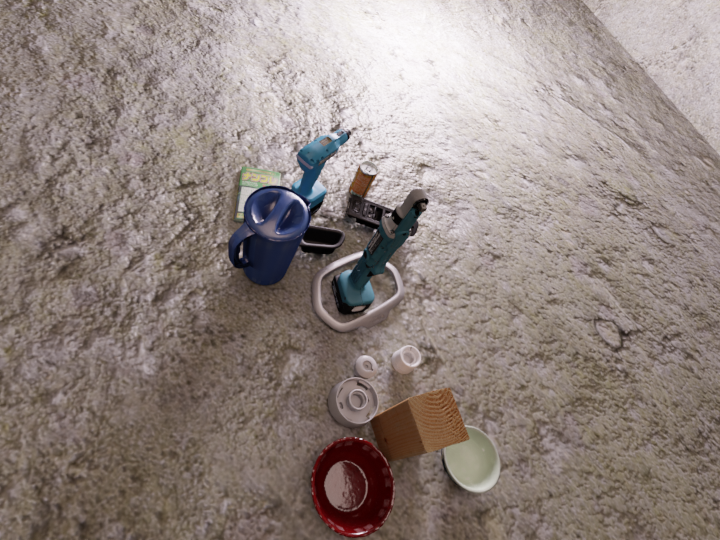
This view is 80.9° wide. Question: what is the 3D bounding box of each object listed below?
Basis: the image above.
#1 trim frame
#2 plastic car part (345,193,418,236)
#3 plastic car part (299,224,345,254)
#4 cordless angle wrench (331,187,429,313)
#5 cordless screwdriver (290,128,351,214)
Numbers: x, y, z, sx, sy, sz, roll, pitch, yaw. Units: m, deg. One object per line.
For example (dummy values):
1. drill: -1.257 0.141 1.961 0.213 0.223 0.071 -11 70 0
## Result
1. trim frame: -0.006 0.049 1.031 0.242 0.027 0.190 -26 69 -26
2. plastic car part: 0.055 -0.133 1.134 0.201 0.066 0.067 17 58 -5
3. plastic car part: -0.103 -0.067 1.050 0.114 0.070 0.068 9 59 -11
4. cordless angle wrench: 0.034 -0.031 0.856 0.072 0.421 0.101 -5 64 -22
5. cordless screwdriver: -0.107 -0.238 1.047 0.076 0.247 0.157 43 58 7
